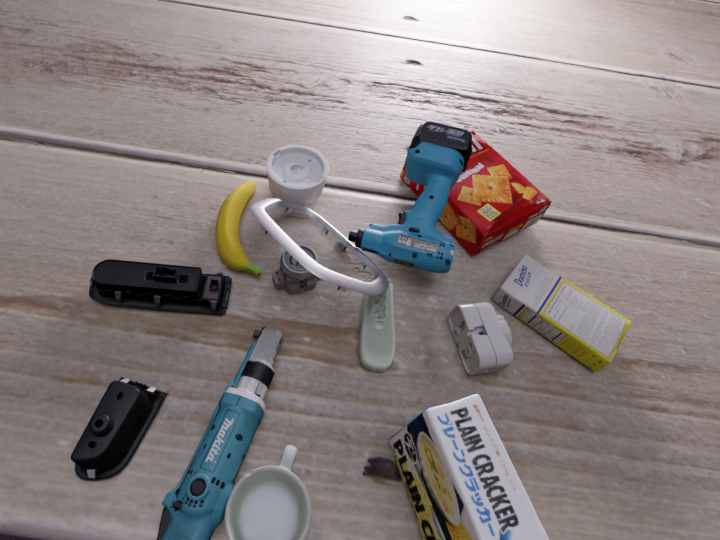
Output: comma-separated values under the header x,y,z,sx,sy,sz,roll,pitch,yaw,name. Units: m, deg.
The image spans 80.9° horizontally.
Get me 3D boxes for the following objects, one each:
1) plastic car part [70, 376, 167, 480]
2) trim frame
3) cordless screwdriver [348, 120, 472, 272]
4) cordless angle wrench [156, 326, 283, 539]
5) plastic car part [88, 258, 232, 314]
x,y,z,sx,sy,sz,roll,pitch,yaw,name
-0.288,0.178,0.491,0.066,0.069,0.118,16,52,2,plastic car part
-0.062,-0.040,0.633,0.262,0.027,0.175,40,25,30,trim frame
0.086,-0.124,0.682,0.163,0.072,0.251,13,67,11,cordless screwdriver
-0.173,0.243,0.460,0.100,0.072,0.427,11,51,10,cordless angle wrench
-0.294,0.020,0.608,0.202,0.065,0.068,3,63,-2,plastic car part
